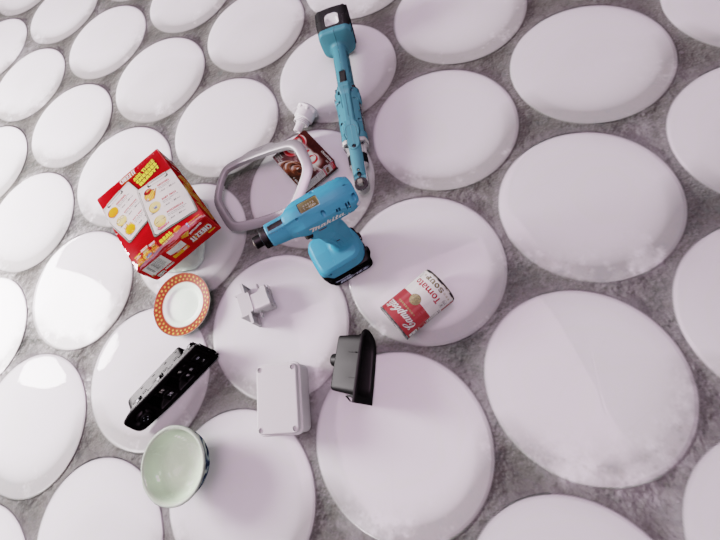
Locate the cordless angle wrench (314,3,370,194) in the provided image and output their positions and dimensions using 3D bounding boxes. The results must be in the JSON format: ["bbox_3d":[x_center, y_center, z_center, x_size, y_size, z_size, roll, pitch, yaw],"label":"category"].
[{"bbox_3d":[-0.026,-0.351,0.872,0.076,0.094,0.432,-12,72,10],"label":"cordless angle wrench"}]

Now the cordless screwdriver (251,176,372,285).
[{"bbox_3d":[-0.067,-0.044,0.682,0.159,0.240,0.077,-28,69,-1],"label":"cordless screwdriver"}]

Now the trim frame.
[{"bbox_3d":[-0.204,-0.176,0.866,0.257,0.026,0.187,-14,74,27],"label":"trim frame"}]

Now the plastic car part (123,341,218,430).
[{"bbox_3d":[-0.362,0.207,0.785,0.071,0.063,0.203,37,85,33],"label":"plastic car part"}]

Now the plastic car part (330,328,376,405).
[{"bbox_3d":[-0.017,0.158,0.701,0.074,0.062,0.119,-8,66,28],"label":"plastic car part"}]
